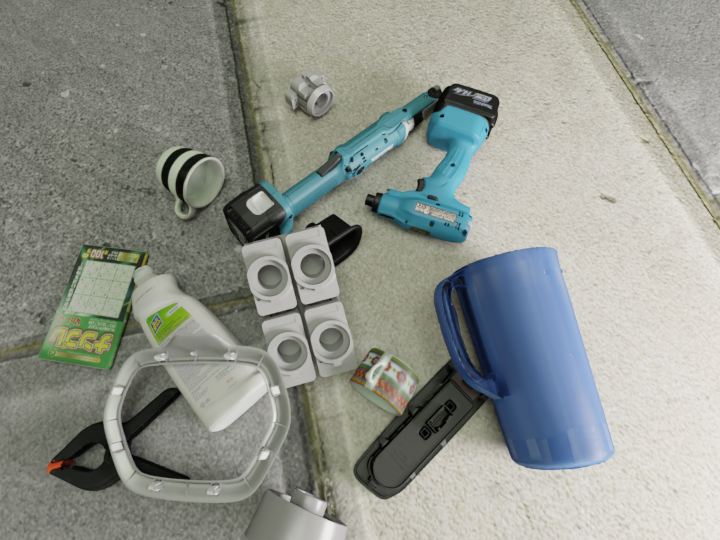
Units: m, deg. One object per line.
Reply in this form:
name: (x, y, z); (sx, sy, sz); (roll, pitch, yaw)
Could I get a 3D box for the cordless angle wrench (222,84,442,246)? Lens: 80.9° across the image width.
cordless angle wrench: (-0.019, -0.175, 0.670); (0.418, 0.096, 0.077); (-40, 74, -17)

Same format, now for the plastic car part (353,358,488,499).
plastic car part: (0.081, 0.198, 0.521); (0.202, 0.066, 0.067); (-42, 83, -11)

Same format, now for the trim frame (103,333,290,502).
trim frame: (-0.201, 0.169, 0.499); (0.255, 0.026, 0.187); (-4, 72, 16)

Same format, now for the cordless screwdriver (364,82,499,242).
cordless screwdriver: (0.116, -0.175, 0.667); (0.162, 0.072, 0.250); (18, 73, 9)

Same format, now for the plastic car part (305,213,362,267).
plastic car part: (-0.062, -0.040, 0.630); (0.115, 0.063, 0.075); (-39, 59, -16)
